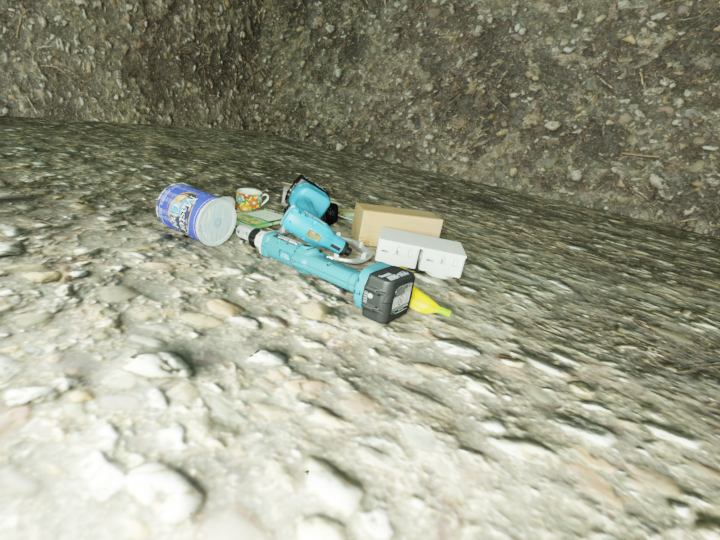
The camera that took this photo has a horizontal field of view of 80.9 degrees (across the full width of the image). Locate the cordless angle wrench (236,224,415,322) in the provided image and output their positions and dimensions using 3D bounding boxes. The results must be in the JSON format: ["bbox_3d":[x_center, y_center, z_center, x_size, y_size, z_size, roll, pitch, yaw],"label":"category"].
[{"bbox_3d":[-0.102,-0.023,0.811,0.447,0.073,0.094,22,23,35],"label":"cordless angle wrench"}]

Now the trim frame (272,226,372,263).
[{"bbox_3d":[-0.095,-0.062,0.968,0.251,0.027,0.185,13,23,3],"label":"trim frame"}]

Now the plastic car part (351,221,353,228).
[{"bbox_3d":[0.028,-0.126,1.159,0.115,0.066,0.072,3,5,-9],"label":"plastic car part"}]

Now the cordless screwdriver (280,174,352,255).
[{"bbox_3d":[-0.099,-0.123,0.956,0.154,0.074,0.257,30,20,-20],"label":"cordless screwdriver"}]

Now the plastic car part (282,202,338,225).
[{"bbox_3d":[-0.136,-0.145,1.135,0.070,0.066,0.195,-7,6,44],"label":"plastic car part"}]
